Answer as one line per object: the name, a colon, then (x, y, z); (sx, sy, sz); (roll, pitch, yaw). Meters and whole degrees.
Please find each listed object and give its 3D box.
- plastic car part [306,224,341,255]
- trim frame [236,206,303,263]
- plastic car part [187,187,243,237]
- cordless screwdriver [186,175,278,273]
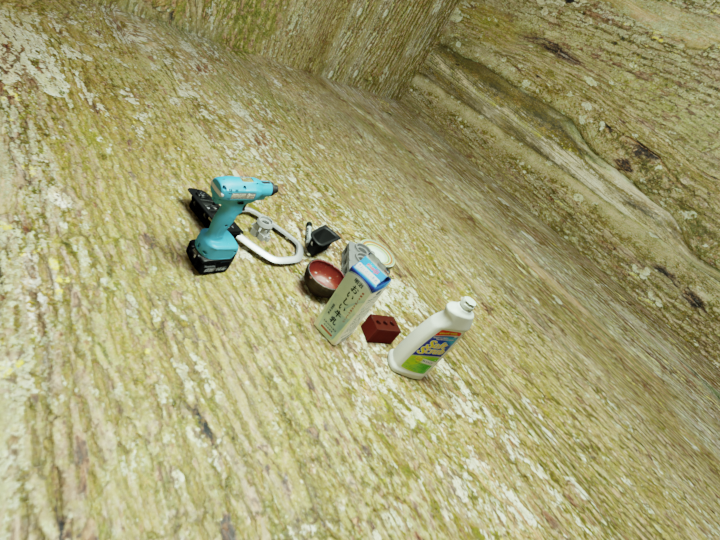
plastic car part: (-0.120, -0.079, 1.231); (0.067, 0.071, 0.114); (39, 32, 10)
trim frame: (-0.267, -0.099, 1.178); (0.250, 0.027, 0.183); (33, 32, 3)
plastic car part: (-0.388, -0.142, 1.101); (0.063, 0.067, 0.212); (-11, 50, -48)
cordless screwdriver: (-0.290, -0.106, 0.958); (0.152, 0.248, 0.078); (-10, 52, -48)
